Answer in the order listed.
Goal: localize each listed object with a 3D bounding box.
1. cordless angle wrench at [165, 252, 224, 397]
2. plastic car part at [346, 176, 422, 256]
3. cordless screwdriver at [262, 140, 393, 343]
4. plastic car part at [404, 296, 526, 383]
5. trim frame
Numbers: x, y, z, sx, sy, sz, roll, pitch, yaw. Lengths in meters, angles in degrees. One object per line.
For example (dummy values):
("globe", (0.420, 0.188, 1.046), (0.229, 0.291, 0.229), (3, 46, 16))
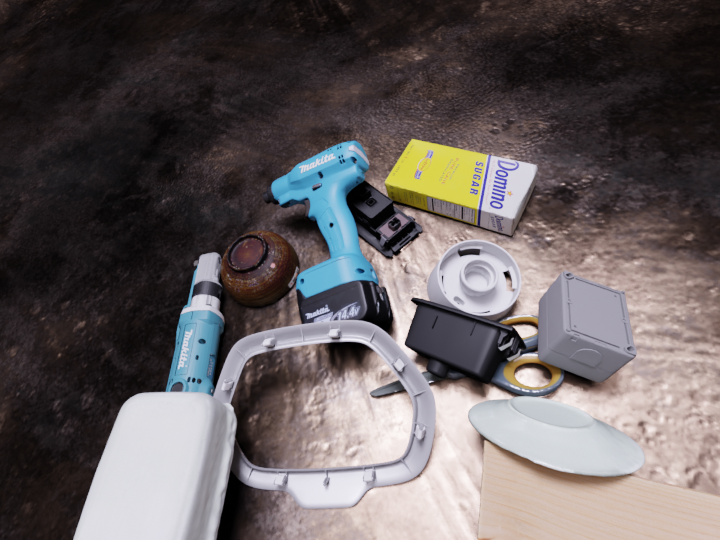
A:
("cordless angle wrench", (-0.209, 0.153, 0.510), (0.100, 0.071, 0.436), (-11, 54, 10))
("plastic car part", (-0.009, -0.105, 0.610), (0.066, 0.063, 0.214), (-44, 53, -6))
("cordless screwdriver", (-0.053, -0.035, 0.540), (0.164, 0.070, 0.256), (-19, 65, 25))
("plastic car part", (0.098, 0.079, 0.441), (0.123, 0.062, 0.071), (13, 70, 38))
("trim frame", (-0.048, 0.149, 0.442), (0.253, 0.027, 0.185), (-10, 86, 13))
